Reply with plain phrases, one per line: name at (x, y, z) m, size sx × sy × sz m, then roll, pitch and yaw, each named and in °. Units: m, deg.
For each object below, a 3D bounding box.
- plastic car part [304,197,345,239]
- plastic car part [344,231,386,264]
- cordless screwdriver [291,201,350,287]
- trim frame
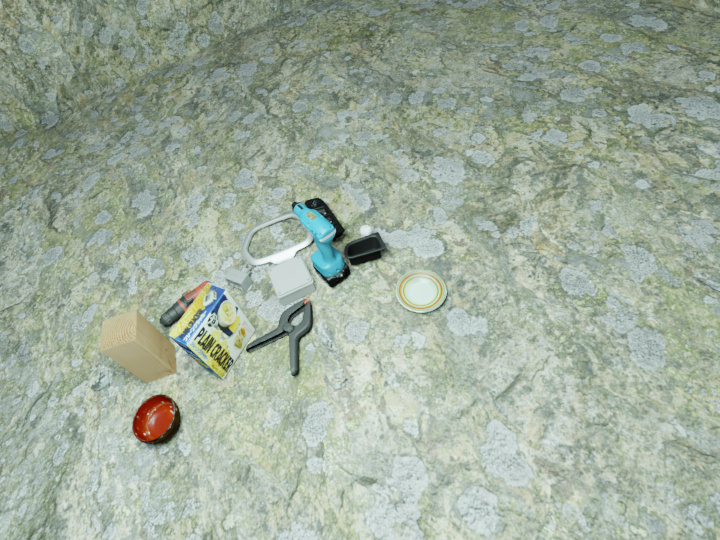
plastic car part at (-0.114, -0.158, 1.329) m, size 0.066 × 0.064 × 0.214 m, roll -27°, pitch 52°, yaw -8°
plastic car part at (0.011, -0.052, 1.213) m, size 0.116 × 0.068 × 0.069 m, roll -20°, pitch 52°, yaw -1°
cordless screwdriver at (-0.113, -0.074, 1.154) m, size 0.073 × 0.238 × 0.168 m, roll -36°, pitch 55°, yaw -15°
trim frame at (-0.264, -0.101, 1.350) m, size 0.248 × 0.026 × 0.193 m, roll -22°, pitch 51°, yaw -2°
